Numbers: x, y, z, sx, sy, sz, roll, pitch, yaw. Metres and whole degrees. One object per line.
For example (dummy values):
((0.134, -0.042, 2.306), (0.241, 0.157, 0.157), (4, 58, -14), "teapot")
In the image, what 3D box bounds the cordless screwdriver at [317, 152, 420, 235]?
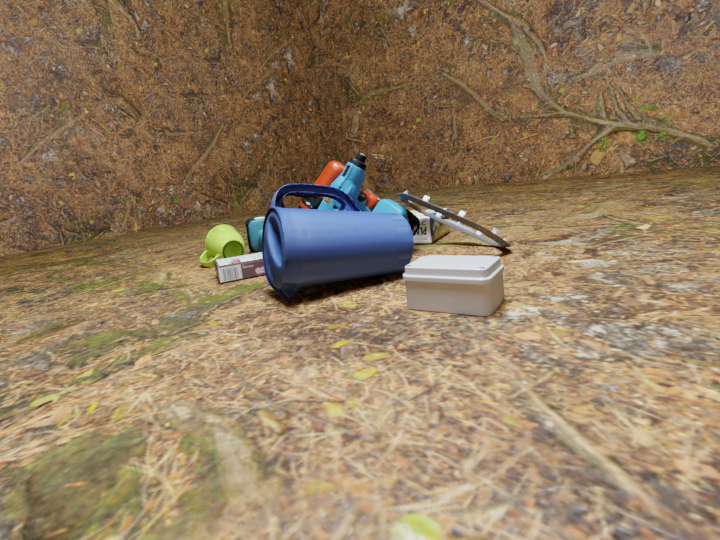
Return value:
((0.027, -0.126, 0.844), (0.235, 0.159, 0.079), (14, 20, -48), "cordless screwdriver")

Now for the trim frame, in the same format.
((0.183, -0.106, 0.852), (0.261, 0.027, 0.175), (28, 3, 29), "trim frame")

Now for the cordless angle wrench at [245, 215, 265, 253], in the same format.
((-0.201, -0.054, 0.989), (0.072, 0.096, 0.441), (-11, 18, -20), "cordless angle wrench")
